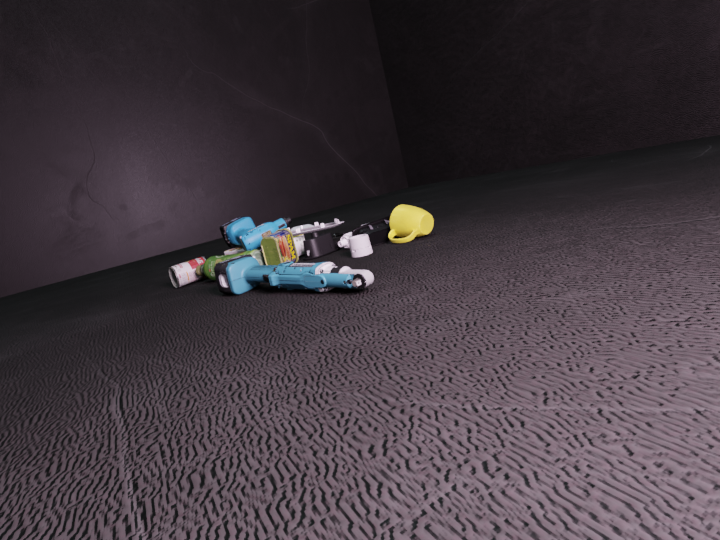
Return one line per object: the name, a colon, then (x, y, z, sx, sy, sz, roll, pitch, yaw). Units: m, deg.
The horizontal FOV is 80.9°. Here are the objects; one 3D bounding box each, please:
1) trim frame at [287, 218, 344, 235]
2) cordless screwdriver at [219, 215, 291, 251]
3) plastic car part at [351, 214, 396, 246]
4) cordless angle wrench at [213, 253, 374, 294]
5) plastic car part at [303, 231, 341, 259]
trim frame: (-0.170, -0.131, 1.314, 0.245, 0.027, 0.189, -15, 10, -11)
cordless screwdriver: (-0.320, -0.122, 1.275, 0.156, 0.072, 0.261, -33, 24, -25)
plastic car part: (0.070, -0.107, 1.176, 0.198, 0.064, 0.071, -17, 36, -22)
cordless angle wrench: (-0.144, 0.011, 0.849, 0.444, 0.073, 0.095, 1, 17, 43)
plastic car part: (-0.118, -0.077, 1.209, 0.069, 0.070, 0.112, -6, 10, 43)
